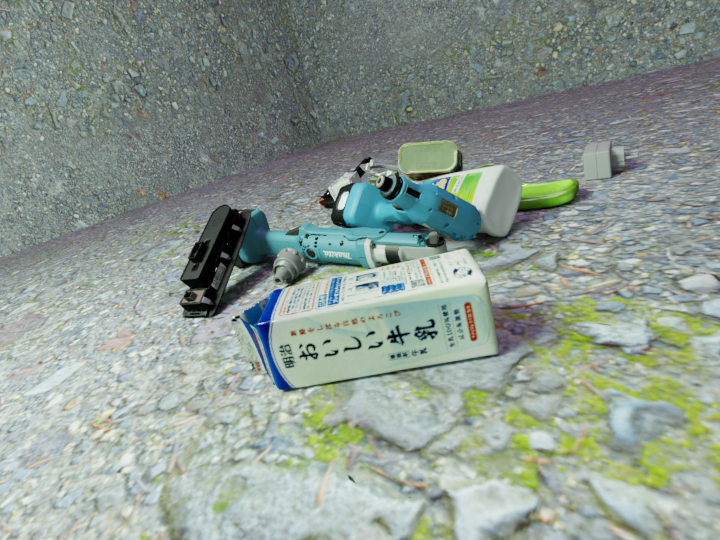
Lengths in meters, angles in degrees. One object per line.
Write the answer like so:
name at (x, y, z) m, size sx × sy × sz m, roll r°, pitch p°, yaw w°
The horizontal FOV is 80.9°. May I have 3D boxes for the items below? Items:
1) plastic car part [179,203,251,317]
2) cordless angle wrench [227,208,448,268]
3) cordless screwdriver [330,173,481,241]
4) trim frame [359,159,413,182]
plastic car part at (-0.233, -0.027, 0.664) m, size 0.069 × 0.063 × 0.206 m, roll -13°, pitch 46°, yaw 33°
cordless angle wrench at (-0.066, -0.043, 0.678) m, size 0.444 × 0.094 × 0.073 m, roll 6°, pitch 36°, yaw 36°
cordless screwdriver at (0.033, -0.096, 0.628) m, size 0.152 × 0.074 × 0.260 m, roll 20°, pitch -4°, yaw -30°
trim frame at (0.118, -0.214, 0.932) m, size 0.257 × 0.027 × 0.181 m, roll 13°, pitch 23°, yaw 18°
